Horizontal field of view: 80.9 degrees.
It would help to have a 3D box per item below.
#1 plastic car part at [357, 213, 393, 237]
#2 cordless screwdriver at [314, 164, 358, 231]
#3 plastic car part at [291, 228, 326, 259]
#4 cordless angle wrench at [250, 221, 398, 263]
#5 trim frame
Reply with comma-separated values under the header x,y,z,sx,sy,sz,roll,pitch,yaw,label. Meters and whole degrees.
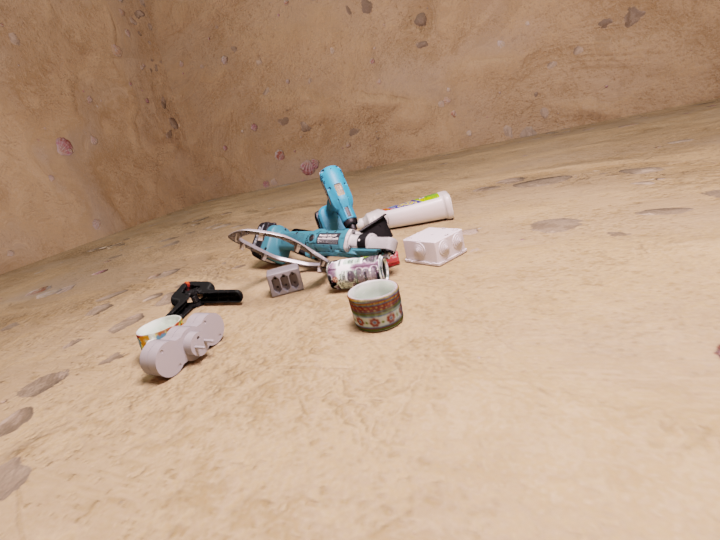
x,y,z,sx,sy,sz,roll,pitch,yaw,label
0.029,-0.074,0.956,0.115,0.071,0.067,-30,2,-16,plastic car part
-0.055,-0.129,1.033,0.073,0.163,0.245,-18,-16,-12,cordless screwdriver
-0.126,-0.074,1.087,0.064,0.065,0.213,-11,14,-32,plastic car part
-0.091,-0.060,0.931,0.445,0.098,0.070,4,-18,45,cordless angle wrench
-0.155,-0.036,0.848,0.192,0.028,0.235,4,-16,28,trim frame
